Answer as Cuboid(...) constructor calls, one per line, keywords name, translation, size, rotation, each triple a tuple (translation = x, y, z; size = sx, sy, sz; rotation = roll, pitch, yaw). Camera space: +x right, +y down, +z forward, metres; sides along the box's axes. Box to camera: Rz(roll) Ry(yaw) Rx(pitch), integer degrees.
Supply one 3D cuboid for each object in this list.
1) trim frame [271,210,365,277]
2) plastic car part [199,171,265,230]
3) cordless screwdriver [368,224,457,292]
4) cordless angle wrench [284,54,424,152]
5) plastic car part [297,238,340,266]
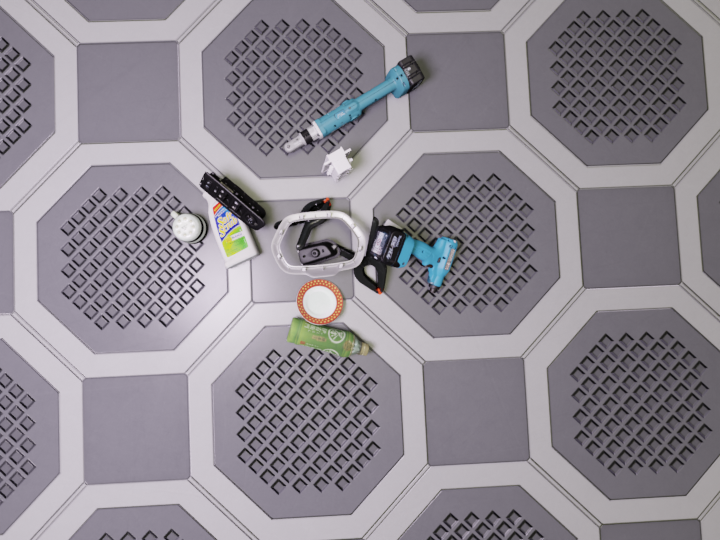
Cuboid(name="trim frame", translation=(-0.108, -0.070, 1.100), size=(0.245, 0.027, 0.188), rotation=(-5, 72, -9))
Cuboid(name="plastic car part", translation=(-0.329, -0.186, 1.121), size=(0.202, 0.066, 0.067), rotation=(43, 130, -3))
Cuboid(name="cordless screwdriver", translation=(0.141, -0.028, 1.126), size=(0.238, 0.078, 0.158), rotation=(11, 100, -29))
Cuboid(name="cordless angle wrench", translation=(-0.028, -0.444, 1.171), size=(0.423, 0.098, 0.074), rotation=(-31, 96, 1))
Cuboid(name="plastic car part", translation=(-0.121, -0.047, 1.144), size=(0.119, 0.069, 0.066), rotation=(-15, 93, 18))
